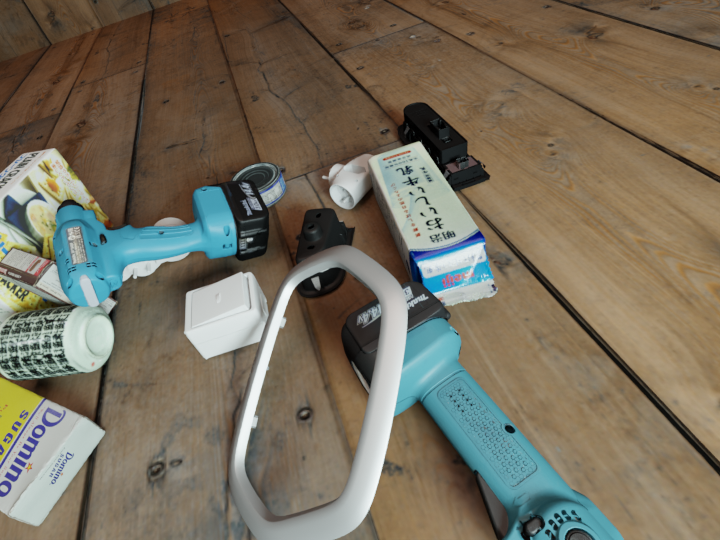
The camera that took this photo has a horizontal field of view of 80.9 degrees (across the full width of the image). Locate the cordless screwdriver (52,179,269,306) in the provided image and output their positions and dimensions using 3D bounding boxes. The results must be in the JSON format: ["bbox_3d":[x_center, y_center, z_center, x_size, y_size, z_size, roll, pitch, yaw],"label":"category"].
[{"bbox_3d":[-0.251,-0.058,0.540,0.242,0.073,0.167,-19,53,-26],"label":"cordless screwdriver"}]

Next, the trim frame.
[{"bbox_3d":[-0.044,0.093,0.360,0.193,0.026,0.251,-4,67,42],"label":"trim frame"}]

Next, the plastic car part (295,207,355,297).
[{"bbox_3d":[-0.050,-0.033,0.516,0.067,0.068,0.119,-4,44,14],"label":"plastic car part"}]

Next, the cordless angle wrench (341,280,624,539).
[{"bbox_3d":[0.129,0.176,0.264,0.097,0.071,0.447,-29,48,-12],"label":"cordless angle wrench"}]

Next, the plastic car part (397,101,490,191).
[{"bbox_3d":[0.109,-0.195,0.629,0.066,0.064,0.213,-26,43,1],"label":"plastic car part"}]
